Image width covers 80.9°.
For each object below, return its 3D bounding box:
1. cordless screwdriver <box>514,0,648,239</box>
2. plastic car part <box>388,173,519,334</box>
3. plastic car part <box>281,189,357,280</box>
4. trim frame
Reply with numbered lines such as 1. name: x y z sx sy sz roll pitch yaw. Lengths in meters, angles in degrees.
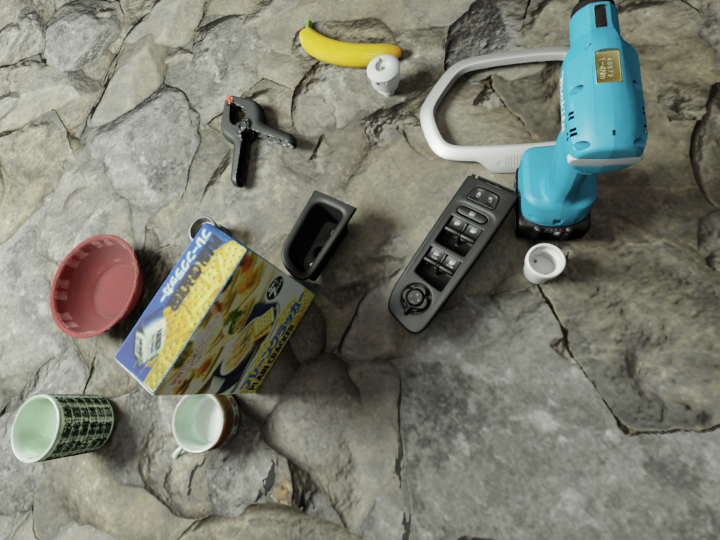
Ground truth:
1. cordless screwdriver: 0.209 -0.132 0.426 0.076 0.239 0.161 2 74 14
2. plastic car part: 0.106 -0.015 0.515 0.069 0.064 0.203 34 85 21
3. plastic car part: -0.056 -0.036 0.569 0.069 0.068 0.116 26 82 20
4. trim frame: 0.207 -0.219 0.572 0.256 0.026 0.187 1 73 17
